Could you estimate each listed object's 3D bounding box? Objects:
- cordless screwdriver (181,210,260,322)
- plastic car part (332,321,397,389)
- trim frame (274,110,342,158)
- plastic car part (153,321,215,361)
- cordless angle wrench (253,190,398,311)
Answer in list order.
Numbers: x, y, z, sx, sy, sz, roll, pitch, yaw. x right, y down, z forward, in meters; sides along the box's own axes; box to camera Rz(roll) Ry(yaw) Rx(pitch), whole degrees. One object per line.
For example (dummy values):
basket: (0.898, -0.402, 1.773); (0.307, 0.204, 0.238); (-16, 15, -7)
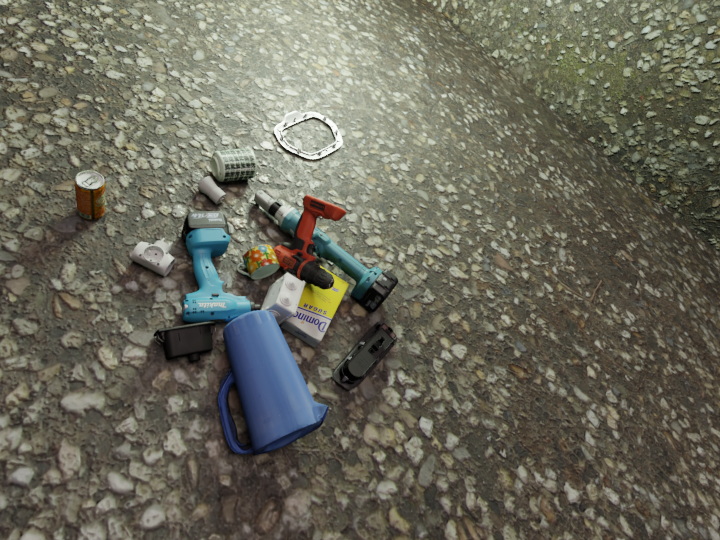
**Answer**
cordless screwdriver: (-0.310, -0.008, 0.923); (0.153, 0.075, 0.257); (0, 60, -27)
plastic car part: (0.020, 0.186, 0.947); (0.067, 0.068, 0.199); (49, 53, 1)
trim frame: (-0.160, -0.435, 1.339); (0.188, 0.027, 0.244); (43, 51, 10)
plastic car part: (-0.332, 0.141, 0.816); (0.112, 0.067, 0.072); (-2, 74, -32)
cordless angle wrench: (-0.103, -0.068, 1.056); (0.431, 0.097, 0.073); (39, 52, 9)
